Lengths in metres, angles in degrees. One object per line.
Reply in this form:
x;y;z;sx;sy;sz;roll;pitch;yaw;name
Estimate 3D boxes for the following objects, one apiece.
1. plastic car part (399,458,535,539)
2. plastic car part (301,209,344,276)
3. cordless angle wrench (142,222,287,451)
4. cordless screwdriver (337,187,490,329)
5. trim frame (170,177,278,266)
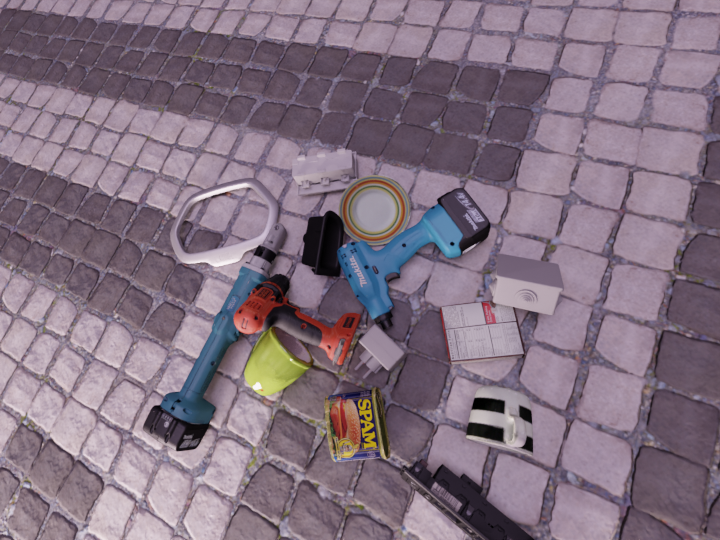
0.152;0.332;0.580;0.212;0.064;0.066;37;58;25;plastic car part
-0.076;-0.050;0.776;0.074;0.062;0.117;2;85;39;plastic car part
-0.236;0.098;0.762;0.077;0.094;0.425;19;74;16;cordless angle wrench
0.098;-0.020;0.715;0.251;0.072;0.163;-29;74;9;cordless screwdriver
-0.286;-0.101;0.881;0.252;0.026;0.189;-14;66;9;trim frame
